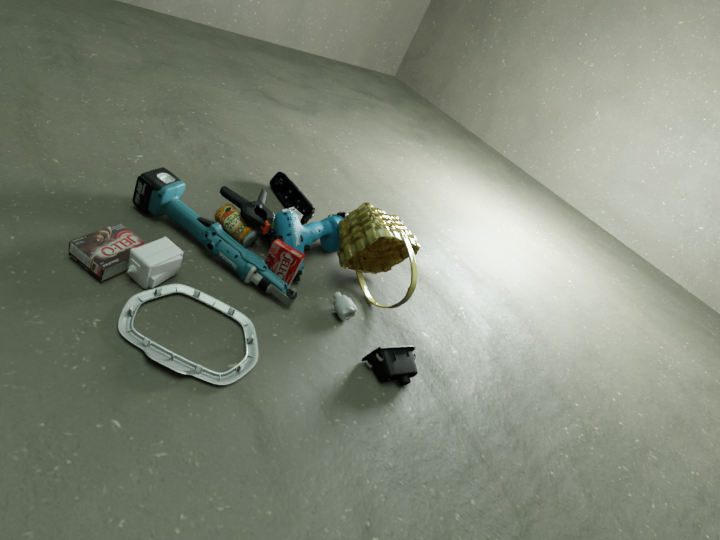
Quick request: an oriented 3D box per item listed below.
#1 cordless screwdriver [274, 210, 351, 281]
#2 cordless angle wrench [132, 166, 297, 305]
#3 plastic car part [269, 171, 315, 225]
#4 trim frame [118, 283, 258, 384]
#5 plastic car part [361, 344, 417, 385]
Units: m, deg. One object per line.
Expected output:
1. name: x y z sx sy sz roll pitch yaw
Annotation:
1. cordless screwdriver: -0.100 -0.066 1.027 0.238 0.077 0.160 -11 88 -51
2. cordless angle wrench: -0.307 -0.063 0.907 0.431 0.098 0.073 38 34 9
3. plastic car part: -0.186 -0.208 1.193 0.064 0.066 0.213 0 41 -50
4. trim frame: -0.292 0.103 0.738 0.249 0.027 0.185 28 35 -1
5. plastic car part: 0.073 0.191 0.839 0.111 0.066 0.073 7 54 -33
